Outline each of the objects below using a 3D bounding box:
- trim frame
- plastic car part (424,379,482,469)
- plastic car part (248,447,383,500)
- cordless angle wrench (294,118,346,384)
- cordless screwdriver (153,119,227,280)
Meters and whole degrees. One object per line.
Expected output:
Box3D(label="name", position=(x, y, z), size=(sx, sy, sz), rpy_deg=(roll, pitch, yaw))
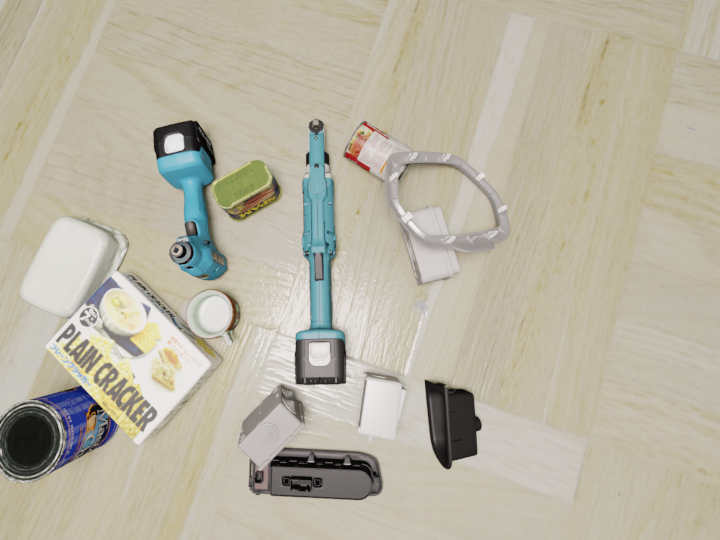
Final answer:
Box3D(label="trim frame", position=(0.135, -0.106, 0.632), size=(0.238, 0.028, 0.190), rpy_deg=(-7, 66, -35))
Box3D(label="plastic car part", position=(0.143, 0.223, 0.628), size=(0.069, 0.067, 0.117), rpy_deg=(-5, 84, -14))
Box3D(label="plastic car part", position=(-0.067, 0.303, 0.624), size=(0.203, 0.066, 0.067), rpy_deg=(1, 75, 0))
Box3D(label="cordless angle wrench", position=(-0.066, -0.043, 0.671), size=(0.074, 0.096, 0.429), rpy_deg=(-2, 76, 0))
Box3D(label="cordless screwdriver", position=(-0.268, -0.112, 0.654), size=(0.074, 0.157, 0.253), rpy_deg=(-13, 80, -3))
